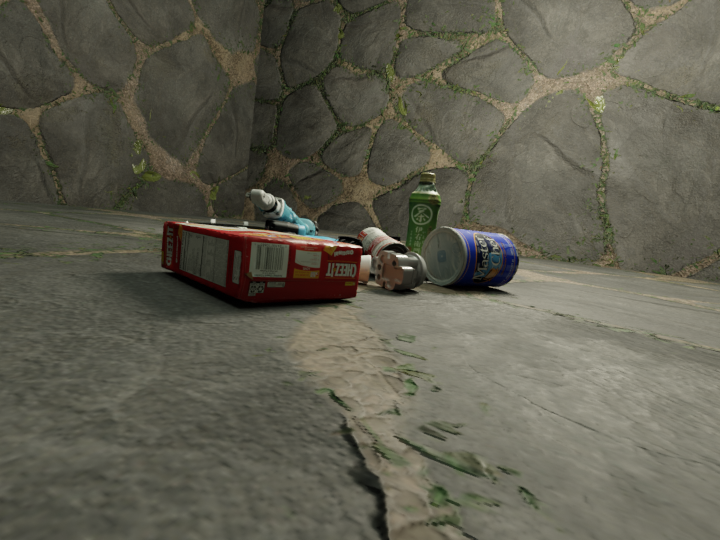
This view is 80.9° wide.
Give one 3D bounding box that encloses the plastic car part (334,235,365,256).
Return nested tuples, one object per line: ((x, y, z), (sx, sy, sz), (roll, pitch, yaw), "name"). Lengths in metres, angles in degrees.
((-0.037, -0.028, 0.825), (0.067, 0.065, 0.207), (-20, 11, -6), "plastic car part")

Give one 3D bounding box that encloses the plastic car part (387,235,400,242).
((0.049, -0.061, 1.196), (0.120, 0.065, 0.070), (5, 19, 17), "plastic car part")

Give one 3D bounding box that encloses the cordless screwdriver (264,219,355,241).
((-0.095, -0.062, 0.975), (0.240, 0.074, 0.166), (8, 3, -24), "cordless screwdriver")

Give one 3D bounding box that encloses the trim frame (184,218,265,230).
((-0.332, -0.094, 1.046), (0.242, 0.028, 0.187), (1, -10, -19), "trim frame")

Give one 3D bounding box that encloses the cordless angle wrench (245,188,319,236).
((-0.195, -0.135, 1.094), (0.100, 0.075, 0.412), (7, -6, 8), "cordless angle wrench")
